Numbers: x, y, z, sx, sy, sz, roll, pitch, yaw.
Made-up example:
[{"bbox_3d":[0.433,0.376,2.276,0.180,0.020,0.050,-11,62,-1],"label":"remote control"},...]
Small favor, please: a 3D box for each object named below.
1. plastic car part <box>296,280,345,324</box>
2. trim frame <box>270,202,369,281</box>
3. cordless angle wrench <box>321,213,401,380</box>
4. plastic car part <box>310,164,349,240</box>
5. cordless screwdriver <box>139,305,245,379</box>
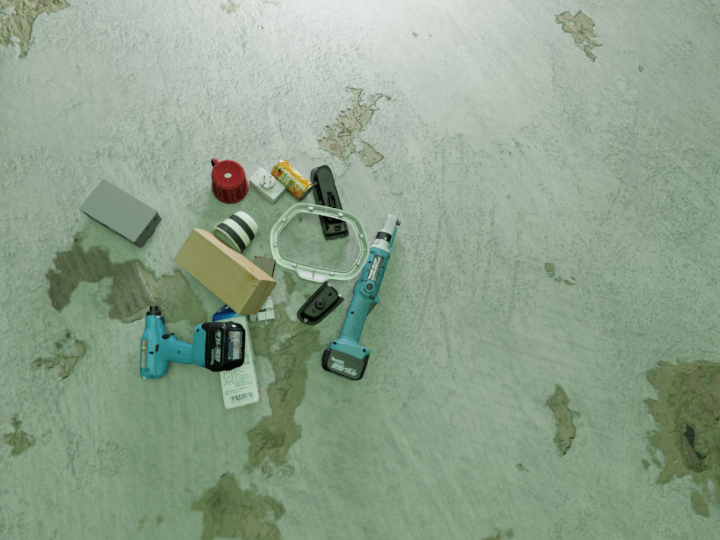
[{"bbox_3d":[-0.094,0.080,1.004,0.067,0.071,0.115,45,70,4],"label":"plastic car part"},{"bbox_3d":[-0.101,-0.066,1.034,0.250,0.027,0.184,13,91,4],"label":"trim frame"},{"bbox_3d":[0.017,0.048,1.030,0.097,0.074,0.426,21,71,-5],"label":"cordless angle wrench"},{"bbox_3d":[-0.083,-0.184,1.084,0.066,0.066,0.207,-14,75,-6],"label":"plastic car part"},{"bbox_3d":[-0.367,0.143,0.898,0.256,0.071,0.162,-10,76,22],"label":"cordless screwdriver"}]
